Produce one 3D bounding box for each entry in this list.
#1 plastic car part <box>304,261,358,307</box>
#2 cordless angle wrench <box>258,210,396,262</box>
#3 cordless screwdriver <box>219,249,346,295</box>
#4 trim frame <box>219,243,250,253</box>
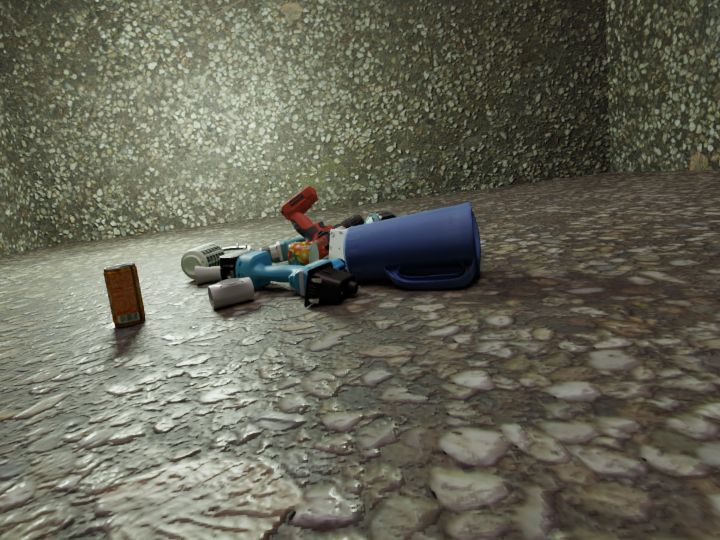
[{"bbox_3d":[-0.042,0.025,0.736,0.074,0.065,0.113,14,16,21],"label":"plastic car part"},{"bbox_3d":[-0.110,-0.072,1.126,0.418,0.096,0.076,-13,14,-8],"label":"cordless angle wrench"},{"bbox_3d":[-0.162,-0.002,0.882,0.260,0.073,0.154,4,16,29],"label":"cordless screwdriver"},{"bbox_3d":[-0.468,-0.063,1.434,0.183,0.027,0.254,-10,15,-5],"label":"trim frame"}]
